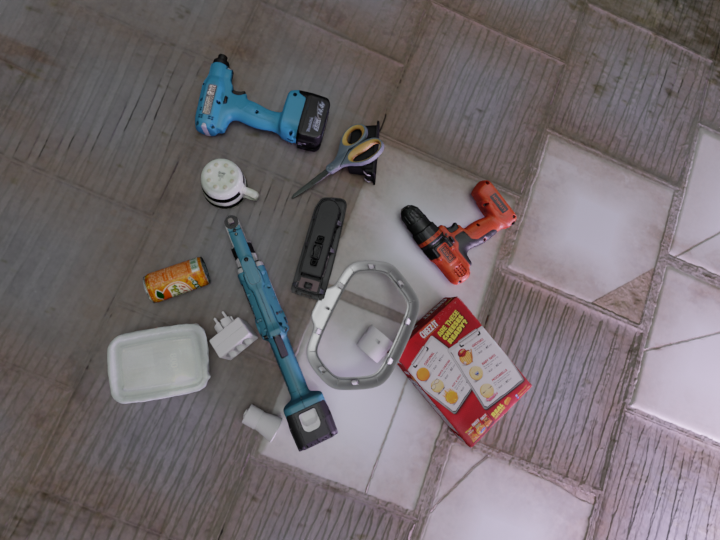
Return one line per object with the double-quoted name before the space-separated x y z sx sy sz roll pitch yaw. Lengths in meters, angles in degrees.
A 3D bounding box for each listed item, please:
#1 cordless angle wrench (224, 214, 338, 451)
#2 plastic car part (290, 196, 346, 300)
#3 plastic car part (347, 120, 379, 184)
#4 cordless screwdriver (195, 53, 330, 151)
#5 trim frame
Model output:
"cordless angle wrench" -0.159 0.095 0.759 0.073 0.098 0.429 -22 81 -11
"plastic car part" -0.078 -0.051 0.797 0.068 0.065 0.204 13 77 10
"plastic car part" 0.001 -0.235 0.835 0.072 0.064 0.118 1 80 5
"cordless screwdriver" -0.184 -0.324 0.816 0.248 0.074 0.160 10 82 -2
"trim frame" -0.002 0.096 0.769 0.193 0.026 0.249 22 81 28
